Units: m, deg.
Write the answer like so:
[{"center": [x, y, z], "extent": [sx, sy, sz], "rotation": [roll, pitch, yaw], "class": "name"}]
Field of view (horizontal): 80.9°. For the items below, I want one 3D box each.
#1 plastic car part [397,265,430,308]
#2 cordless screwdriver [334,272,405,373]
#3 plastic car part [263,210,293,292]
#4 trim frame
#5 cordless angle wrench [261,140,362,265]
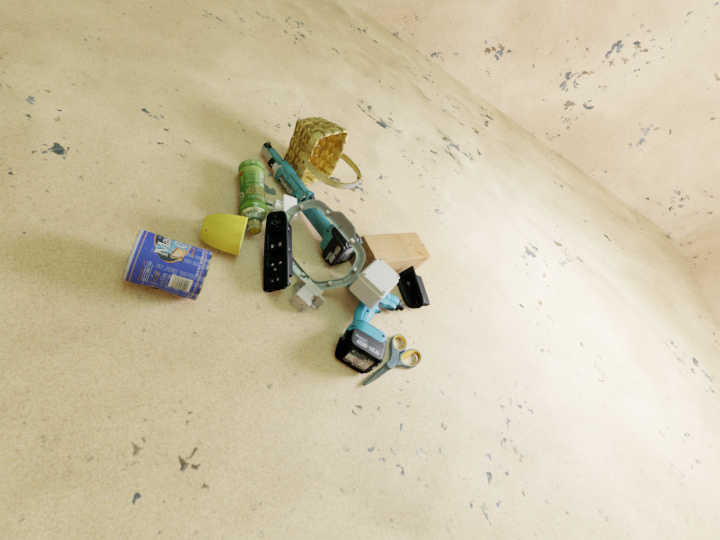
[{"center": [0.153, 0.056, 1.161], "extent": [0.067, 0.067, 0.121], "rotation": [14, 49, -46], "class": "plastic car part"}, {"center": [0.031, 0.125, 1.003], "extent": [0.156, 0.075, 0.253], "rotation": [28, 39, -13], "class": "cordless screwdriver"}, {"center": [-0.186, -0.047, 0.991], "extent": [0.063, 0.068, 0.208], "rotation": [26, 52, -55], "class": "plastic car part"}, {"center": [-0.101, -0.066, 1.030], "extent": [0.184, 0.026, 0.257], "rotation": [-38, 70, -4], "class": "trim frame"}, {"center": [-0.158, -0.200, 1.156], "extent": [0.071, 0.098, 0.439], "rotation": [-16, 60, -43], "class": "cordless angle wrench"}]
